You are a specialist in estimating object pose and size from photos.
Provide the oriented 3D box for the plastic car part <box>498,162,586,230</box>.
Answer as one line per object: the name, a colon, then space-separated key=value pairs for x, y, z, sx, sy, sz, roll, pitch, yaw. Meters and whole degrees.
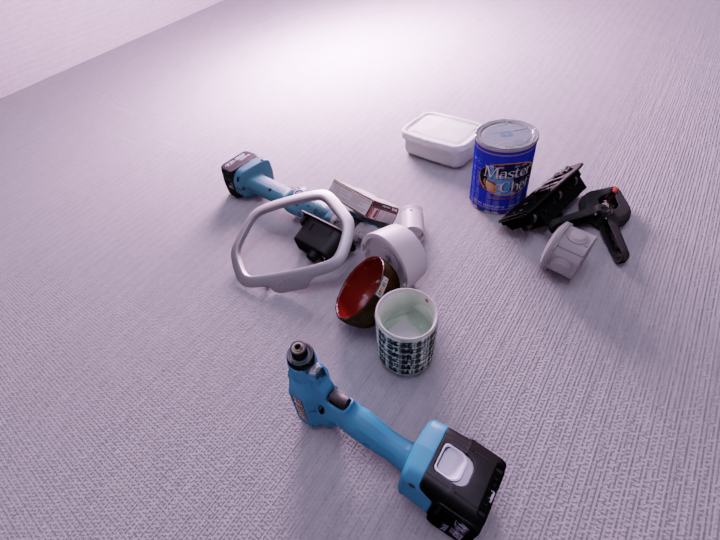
plastic car part: x=0.338 y=-0.126 z=0.747 sx=0.200 sy=0.067 sz=0.067 roll=-42 pitch=91 yaw=-23

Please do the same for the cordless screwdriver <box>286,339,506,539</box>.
cordless screwdriver: x=0.021 y=0.172 z=0.462 sx=0.261 sy=0.153 sz=0.074 roll=24 pitch=53 yaw=28

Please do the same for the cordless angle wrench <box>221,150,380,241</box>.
cordless angle wrench: x=-0.121 y=-0.139 z=0.863 sx=0.446 sy=0.071 sz=0.097 roll=29 pitch=56 yaw=31

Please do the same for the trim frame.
trim frame: x=-0.127 y=-0.053 z=0.756 sx=0.255 sy=0.026 sz=0.189 roll=-12 pitch=64 yaw=18

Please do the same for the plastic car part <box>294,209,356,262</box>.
plastic car part: x=-0.075 y=-0.049 z=0.772 sx=0.123 sy=0.063 sz=0.070 roll=31 pitch=69 yaw=32
